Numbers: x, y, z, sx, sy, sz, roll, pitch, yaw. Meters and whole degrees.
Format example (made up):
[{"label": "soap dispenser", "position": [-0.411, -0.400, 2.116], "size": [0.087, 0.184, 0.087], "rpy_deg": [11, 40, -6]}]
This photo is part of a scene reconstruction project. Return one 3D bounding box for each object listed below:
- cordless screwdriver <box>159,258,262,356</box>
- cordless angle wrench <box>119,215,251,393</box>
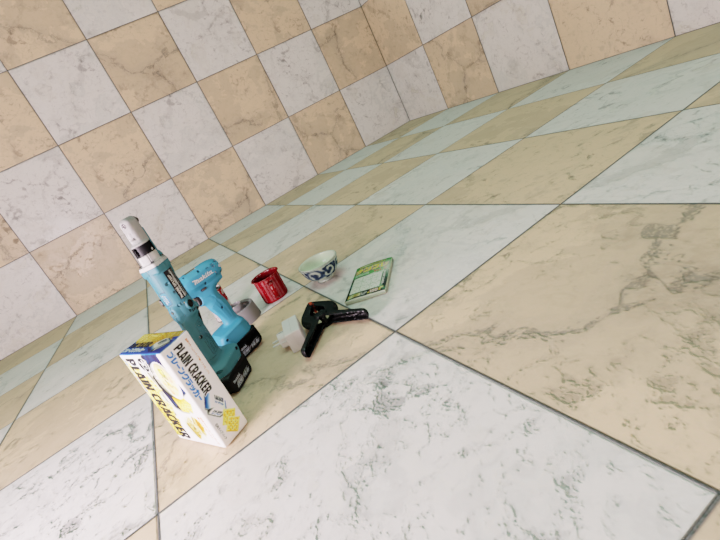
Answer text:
[{"label": "cordless screwdriver", "position": [-0.355, 0.113, 1.011], "size": [0.078, 0.242, 0.157], "rpy_deg": [-7, 26, 50]}, {"label": "cordless angle wrench", "position": [-0.371, 0.075, 0.880], "size": [0.076, 0.412, 0.098], "rpy_deg": [-21, 17, 21]}]
